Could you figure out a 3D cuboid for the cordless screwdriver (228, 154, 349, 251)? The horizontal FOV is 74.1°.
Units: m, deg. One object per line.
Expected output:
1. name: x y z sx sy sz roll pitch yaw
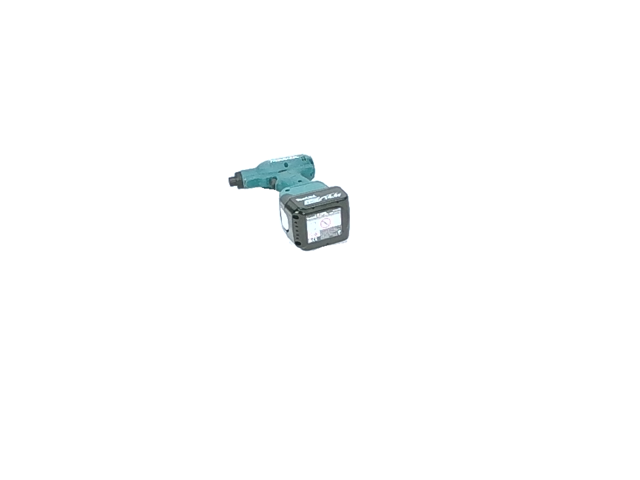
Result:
1. cordless screwdriver: -0.058 -0.074 0.707 0.159 0.074 0.249 -13 33 -14
